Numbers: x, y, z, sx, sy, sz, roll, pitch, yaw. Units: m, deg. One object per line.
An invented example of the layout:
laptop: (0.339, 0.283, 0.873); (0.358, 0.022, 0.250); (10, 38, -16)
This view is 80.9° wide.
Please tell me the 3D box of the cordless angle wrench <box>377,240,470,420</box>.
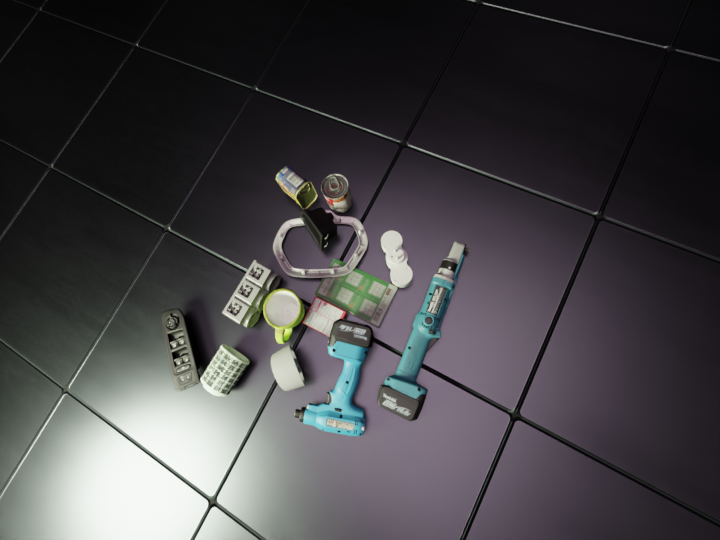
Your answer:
cordless angle wrench: (0.156, 0.121, 0.967); (0.101, 0.072, 0.424); (20, 76, 14)

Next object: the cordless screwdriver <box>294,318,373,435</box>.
cordless screwdriver: (-0.056, 0.235, 0.956); (0.161, 0.073, 0.250); (7, 84, 6)

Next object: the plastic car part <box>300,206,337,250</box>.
plastic car part: (-0.099, -0.120, 1.072); (0.070, 0.064, 0.122); (-23, 61, -17)

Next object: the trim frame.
trim frame: (-0.106, -0.070, 1.088); (0.254, 0.026, 0.188); (-2, 66, 12)

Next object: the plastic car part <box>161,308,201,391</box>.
plastic car part: (-0.445, 0.191, 1.062); (0.067, 0.065, 0.208); (-26, 74, 9)
